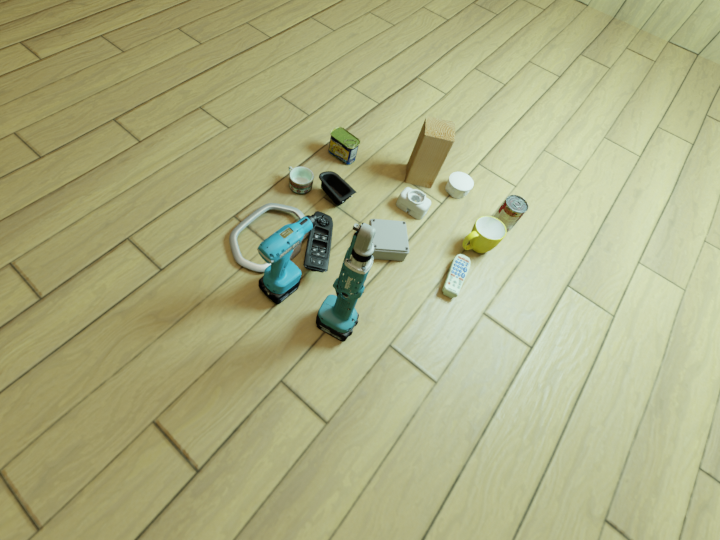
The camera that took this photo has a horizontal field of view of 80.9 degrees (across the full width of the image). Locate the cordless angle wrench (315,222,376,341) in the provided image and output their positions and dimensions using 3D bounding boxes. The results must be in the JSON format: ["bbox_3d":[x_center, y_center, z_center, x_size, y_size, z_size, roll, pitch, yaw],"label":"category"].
[{"bbox_3d":[-0.024,0.032,0.909,0.100,0.416,0.074,29,58,6],"label":"cordless angle wrench"}]

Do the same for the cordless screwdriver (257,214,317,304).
[{"bbox_3d":[-0.176,-0.029,1.032,0.077,0.244,0.157,42,60,13],"label":"cordless screwdriver"}]

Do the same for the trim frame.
[{"bbox_3d":[-0.255,-0.098,1.196,0.190,0.027,0.246,35,60,15],"label":"trim frame"}]

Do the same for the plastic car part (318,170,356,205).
[{"bbox_3d":[-0.079,-0.243,1.286,0.065,0.069,0.121,-34,68,-26],"label":"plastic car part"}]

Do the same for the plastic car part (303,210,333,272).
[{"bbox_3d":[-0.115,-0.075,1.176,0.066,0.066,0.208,8,57,-5],"label":"plastic car part"}]
